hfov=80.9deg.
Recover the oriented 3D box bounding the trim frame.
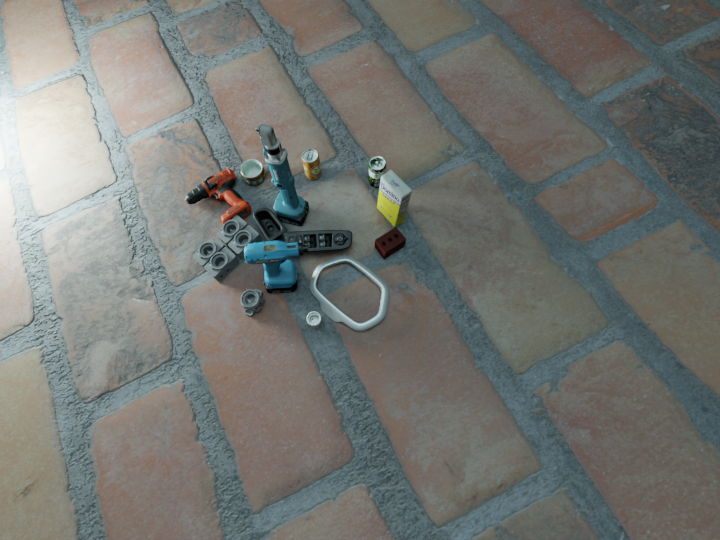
[{"bbox_3d":[-0.033,0.061,1.217,0.258,0.027,0.183,38,75,19],"label":"trim frame"}]

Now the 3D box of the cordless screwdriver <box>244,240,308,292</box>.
[{"bbox_3d":[-0.210,-0.013,1.151,0.160,0.242,0.076,-5,68,0],"label":"cordless screwdriver"}]

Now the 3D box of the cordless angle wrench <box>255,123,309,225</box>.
[{"bbox_3d":[-0.215,-0.255,1.166,0.100,0.411,0.075,16,69,7],"label":"cordless angle wrench"}]

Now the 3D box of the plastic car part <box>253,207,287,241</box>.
[{"bbox_3d":[-0.279,-0.136,1.307,0.065,0.069,0.121,-34,68,-11],"label":"plastic car part"}]

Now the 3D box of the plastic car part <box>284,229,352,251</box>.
[{"bbox_3d":[-0.124,-0.081,1.269,0.204,0.065,0.068,-5,67,3],"label":"plastic car part"}]
